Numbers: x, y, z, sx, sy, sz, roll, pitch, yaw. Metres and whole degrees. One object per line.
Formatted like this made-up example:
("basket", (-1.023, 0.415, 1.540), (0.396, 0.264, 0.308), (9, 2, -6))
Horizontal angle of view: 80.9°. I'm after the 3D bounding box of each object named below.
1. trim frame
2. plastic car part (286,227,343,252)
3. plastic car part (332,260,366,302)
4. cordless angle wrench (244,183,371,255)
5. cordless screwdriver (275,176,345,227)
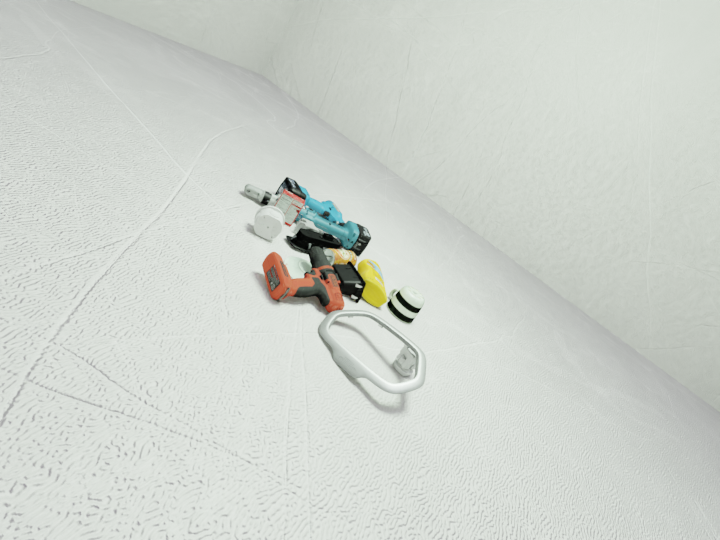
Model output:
("trim frame", (0.025, 0.161, 0.883), (0.261, 0.027, 0.178), (36, 37, 29))
("plastic car part", (-0.118, -0.077, 1.207), (0.192, 0.067, 0.069), (9, 41, -41))
("plastic car part", (-0.044, 0.023, 1.109), (0.068, 0.065, 0.123), (3, 32, -29))
("cordless angle wrench", (-0.166, -0.168, 1.318), (0.409, 0.074, 0.101), (23, 25, -19))
("cordless screwdriver", (-0.156, -0.210, 1.410), (0.235, 0.074, 0.168), (20, 26, -40))
